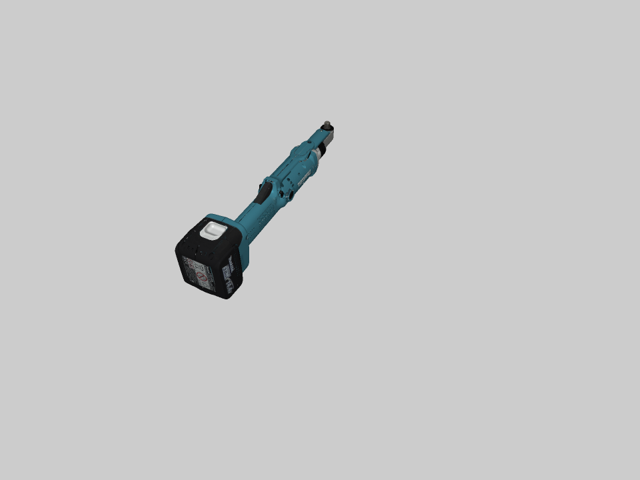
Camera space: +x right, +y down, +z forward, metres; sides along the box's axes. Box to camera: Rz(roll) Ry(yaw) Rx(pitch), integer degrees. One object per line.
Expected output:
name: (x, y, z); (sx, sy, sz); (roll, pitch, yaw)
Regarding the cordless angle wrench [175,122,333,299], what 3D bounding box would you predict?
cordless angle wrench: (-0.073, -0.084, 0.711); (0.074, 0.098, 0.421); (20, 47, 17)
